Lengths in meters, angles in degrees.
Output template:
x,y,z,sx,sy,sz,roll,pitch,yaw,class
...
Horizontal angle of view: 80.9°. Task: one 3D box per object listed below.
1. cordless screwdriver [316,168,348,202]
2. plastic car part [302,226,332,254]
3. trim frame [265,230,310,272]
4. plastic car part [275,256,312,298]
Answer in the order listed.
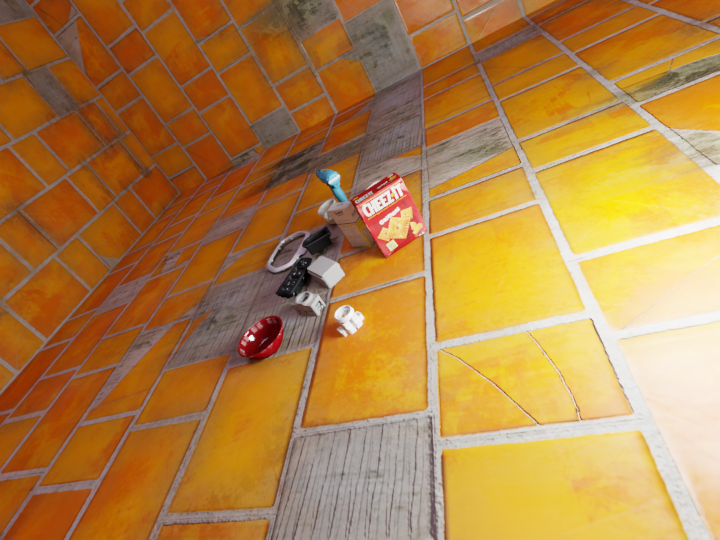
x,y,z,sx,sy,sz,roll,pitch,yaw,class
-0.081,-0.274,1.589,0.074,0.238,0.167,-37,29,-9,cordless screwdriver
-0.155,-0.101,1.583,0.116,0.068,0.069,-34,29,0,plastic car part
-0.291,-0.079,1.718,0.191,0.026,0.250,-11,38,33,trim frame
-0.213,0.029,1.459,0.069,0.064,0.204,-13,36,32,plastic car part
